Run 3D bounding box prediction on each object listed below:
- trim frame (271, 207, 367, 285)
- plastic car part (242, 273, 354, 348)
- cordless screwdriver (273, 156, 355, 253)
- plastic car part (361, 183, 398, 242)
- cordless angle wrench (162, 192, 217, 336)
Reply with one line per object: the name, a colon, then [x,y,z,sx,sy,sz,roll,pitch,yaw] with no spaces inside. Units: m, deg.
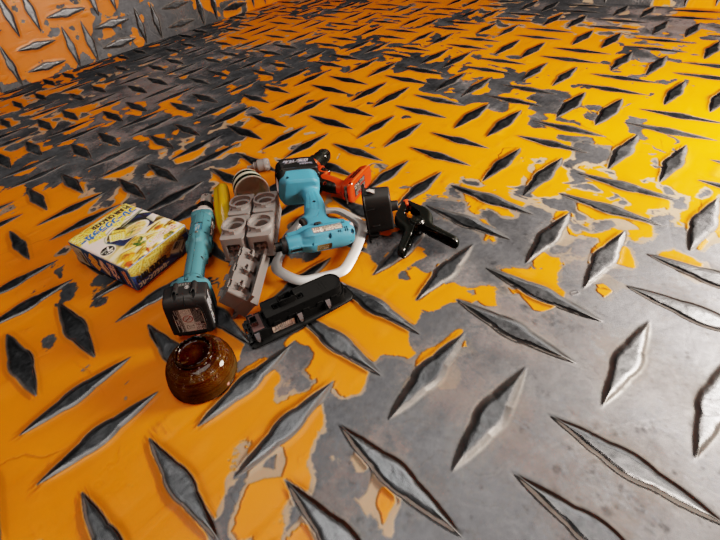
trim frame: [-0.086,-0.056,0.883,0.190,0.026,0.251,7,47,16]
plastic car part: [-0.110,0.058,0.743,0.199,0.064,0.070,-21,37,-16]
cordless screwdriver: [-0.128,-0.133,0.883,0.156,0.072,0.261,-14,51,-17]
plastic car part: [0.042,-0.123,0.861,0.072,0.112,0.068,-4,42,6]
cordless angle wrench: [-0.334,-0.051,0.880,0.074,0.094,0.441,-10,39,-8]
